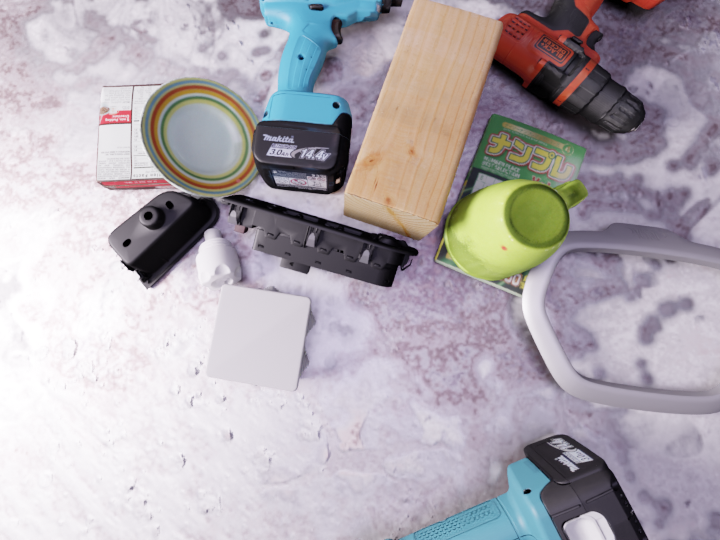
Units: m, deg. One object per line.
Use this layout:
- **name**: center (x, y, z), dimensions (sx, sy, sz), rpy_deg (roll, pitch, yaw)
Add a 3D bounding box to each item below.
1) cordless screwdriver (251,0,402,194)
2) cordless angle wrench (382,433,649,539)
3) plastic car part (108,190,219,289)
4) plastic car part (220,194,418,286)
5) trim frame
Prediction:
- **cordless screwdriver**: center (-0.034, -0.210, 0.453), dimensions (0.160, 0.073, 0.252), rpy_deg (1, 78, 1)
- **cordless angle wrench**: center (0.020, 0.274, 0.373), dimensions (0.424, 0.096, 0.075), rpy_deg (-25, 85, 2)
- **plastic car part**: center (-0.208, -0.044, 0.433), dimensions (0.116, 0.070, 0.067), rpy_deg (-43, 87, -2)
- **plastic car part**: center (-0.042, -0.027, 0.429), dimensions (0.204, 0.066, 0.067), rpy_deg (13, 93, 3)
- **trim frame**: center (0.282, 0.043, 0.419), dimensions (0.249, 0.027, 0.185), rpy_deg (6, 83, 1)
